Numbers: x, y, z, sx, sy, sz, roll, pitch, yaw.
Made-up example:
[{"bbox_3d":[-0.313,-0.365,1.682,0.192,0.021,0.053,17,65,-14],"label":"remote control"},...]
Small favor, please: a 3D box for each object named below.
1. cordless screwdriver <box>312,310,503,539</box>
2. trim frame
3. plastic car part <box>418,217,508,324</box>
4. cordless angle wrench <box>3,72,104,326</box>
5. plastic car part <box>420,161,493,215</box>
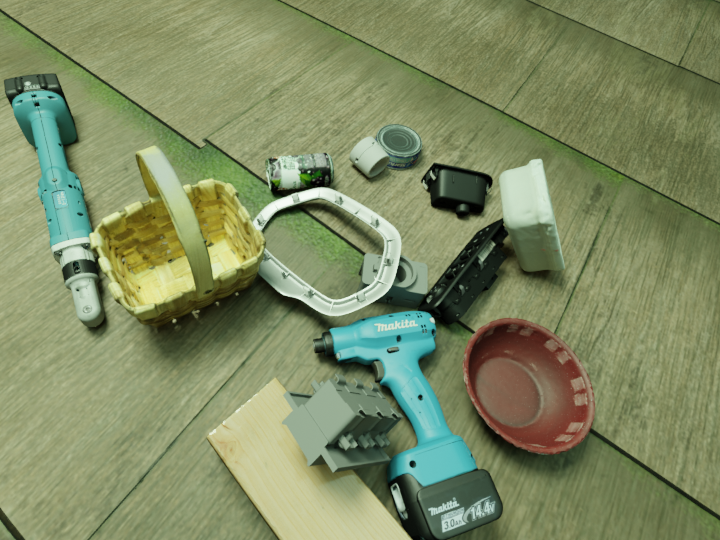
[{"bbox_3d":[0.042,0.168,0.492,0.156,0.073,0.259,-8,55,-12],"label":"cordless screwdriver"},{"bbox_3d":[-0.059,-0.038,0.600,0.182,0.026,0.261,-43,58,-17],"label":"trim frame"},{"bbox_3d":[0.157,0.007,0.618,0.200,0.068,0.066,-41,98,-29],"label":"plastic car part"},{"bbox_3d":[-0.428,-0.112,0.605,0.072,0.097,0.439,-18,65,-24],"label":"cordless angle wrench"},{"bbox_3d":[0.164,-0.128,0.706,0.116,0.065,0.072,13,72,-4],"label":"plastic car part"}]
